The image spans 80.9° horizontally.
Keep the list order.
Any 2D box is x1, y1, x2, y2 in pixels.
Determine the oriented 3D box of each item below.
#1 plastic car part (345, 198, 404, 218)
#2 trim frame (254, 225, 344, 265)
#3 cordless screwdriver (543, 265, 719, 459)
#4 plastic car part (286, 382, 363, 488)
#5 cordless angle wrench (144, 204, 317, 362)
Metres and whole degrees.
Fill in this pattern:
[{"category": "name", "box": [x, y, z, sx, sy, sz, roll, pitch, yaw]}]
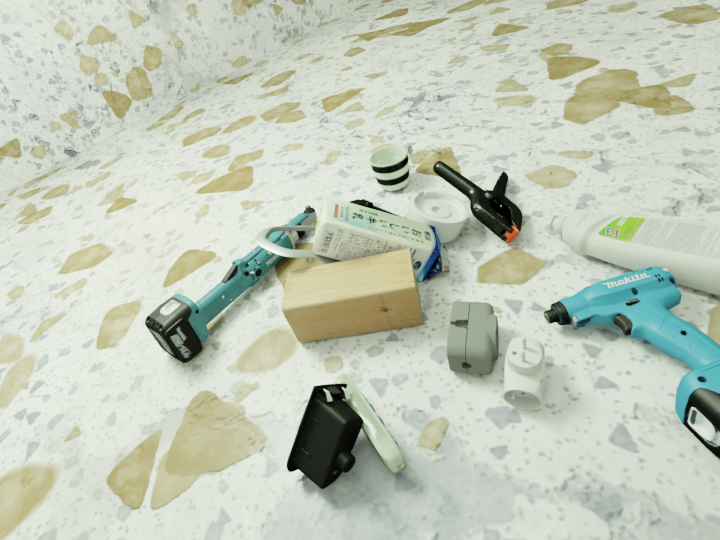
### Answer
[{"category": "plastic car part", "box": [0.023, -0.104, 0.858, 0.064, 0.066, 0.215, -14, 34, -37]}, {"category": "trim frame", "box": [-0.077, -0.051, 0.791, 0.238, 0.027, 0.194, -1, 21, -30]}, {"category": "cordless screwdriver", "box": [0.343, 0.097, 0.479, 0.160, 0.071, 0.258, -19, 35, 3]}, {"category": "plastic car part", "box": [-0.035, 0.205, 0.509, 0.075, 0.062, 0.116, 20, 93, 40]}, {"category": "cordless angle wrench", "box": [-0.223, -0.002, 0.844, 0.078, 0.094, 0.418, 15, 47, 36]}]
